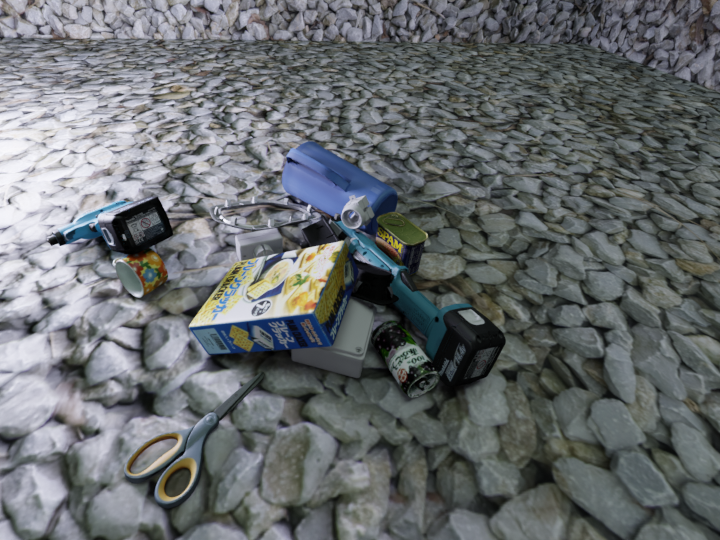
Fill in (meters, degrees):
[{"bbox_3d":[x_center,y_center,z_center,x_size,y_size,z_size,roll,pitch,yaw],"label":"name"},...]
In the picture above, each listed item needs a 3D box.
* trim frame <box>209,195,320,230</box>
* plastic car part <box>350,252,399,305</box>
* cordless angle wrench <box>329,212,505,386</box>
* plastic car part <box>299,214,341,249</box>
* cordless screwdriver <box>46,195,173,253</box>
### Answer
[{"bbox_3d":[-0.193,-0.121,0.871,0.194,0.027,0.239,24,25,32],"label":"trim frame"},{"bbox_3d":[-0.018,0.005,0.705,0.063,0.066,0.215,3,16,-45],"label":"plastic car part"},{"bbox_3d":[0.051,0.014,0.730,0.071,0.096,0.447,-3,32,-34],"label":"cordless angle wrench"},{"bbox_3d":[-0.081,-0.053,0.826,0.070,0.063,0.123,-24,42,-11],"label":"plastic car part"},{"bbox_3d":[-0.458,-0.077,0.764,0.262,0.072,0.156,9,34,43],"label":"cordless screwdriver"}]
